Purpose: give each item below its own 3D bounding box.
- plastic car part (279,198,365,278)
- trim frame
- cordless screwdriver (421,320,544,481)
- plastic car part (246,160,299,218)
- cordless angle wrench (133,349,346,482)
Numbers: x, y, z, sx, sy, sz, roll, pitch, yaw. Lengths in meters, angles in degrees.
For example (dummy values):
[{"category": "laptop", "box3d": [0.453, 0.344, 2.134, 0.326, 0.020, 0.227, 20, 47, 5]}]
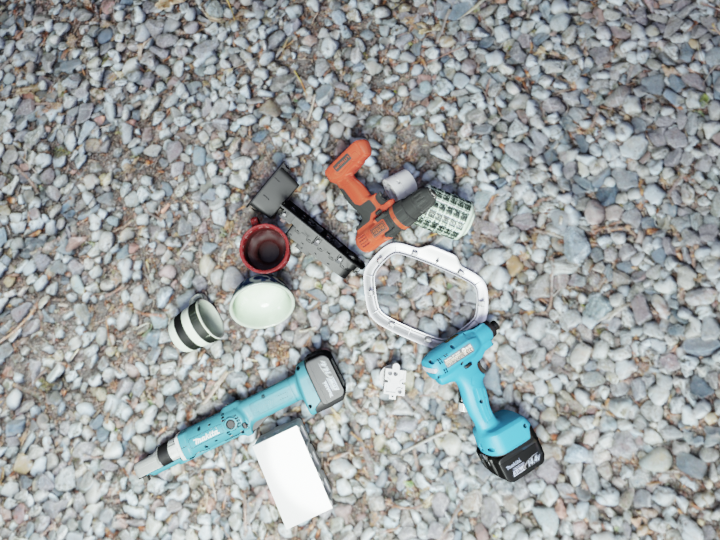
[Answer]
[{"category": "plastic car part", "box3d": [-0.079, -0.052, 0.811, 0.201, 0.067, 0.067, 35, 98, -5]}, {"category": "trim frame", "box3d": [0.124, 0.046, 0.818, 0.252, 0.027, 0.184, 23, 83, 7]}, {"category": "cordless screwdriver", "box3d": [0.234, 0.224, 0.755, 0.157, 0.075, 0.250, -29, 86, -14]}, {"category": "plastic car part", "box3d": [-0.166, -0.152, 0.846, 0.070, 0.067, 0.116, 37, 89, -11]}, {"category": "cordless angle wrench", "box3d": [-0.231, 0.279, 0.786, 0.423, 0.073, 0.099, -27, 84, 1]}]
